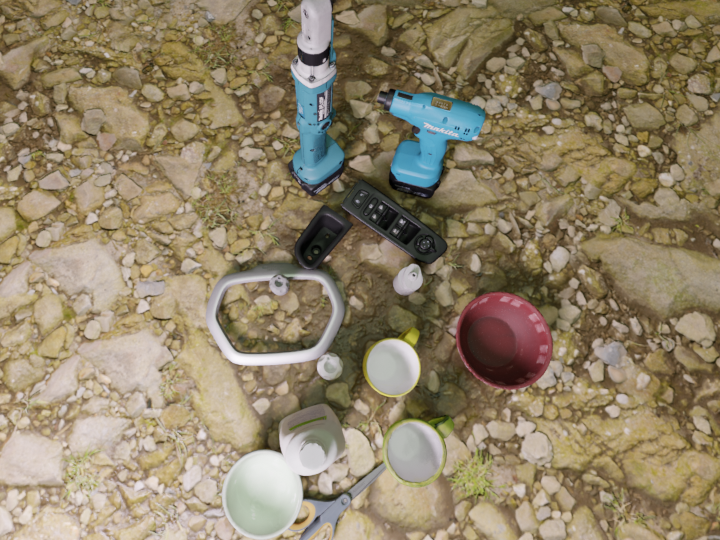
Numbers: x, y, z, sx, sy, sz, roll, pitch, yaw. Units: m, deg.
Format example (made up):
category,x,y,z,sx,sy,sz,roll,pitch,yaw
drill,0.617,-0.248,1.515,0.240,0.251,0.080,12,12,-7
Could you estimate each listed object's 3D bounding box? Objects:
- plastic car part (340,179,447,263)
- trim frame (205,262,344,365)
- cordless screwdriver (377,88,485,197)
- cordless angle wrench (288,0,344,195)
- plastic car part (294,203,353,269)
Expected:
category,x,y,z,sx,sy,sz,roll,pitch,yaw
plastic car part,0.061,-0.080,0.783,0.207,0.066,0.066,35,77,9
trim frame,-0.152,0.074,0.759,0.248,0.027,0.187,-5,74,-1
cordless screwdriver,0.093,-0.218,0.729,0.160,0.246,0.075,19,76,1
cordless angle wrench,-0.068,-0.240,0.647,0.097,0.418,0.076,-38,83,-12
plastic car part,-0.075,-0.049,0.772,0.067,0.070,0.116,35,77,6
